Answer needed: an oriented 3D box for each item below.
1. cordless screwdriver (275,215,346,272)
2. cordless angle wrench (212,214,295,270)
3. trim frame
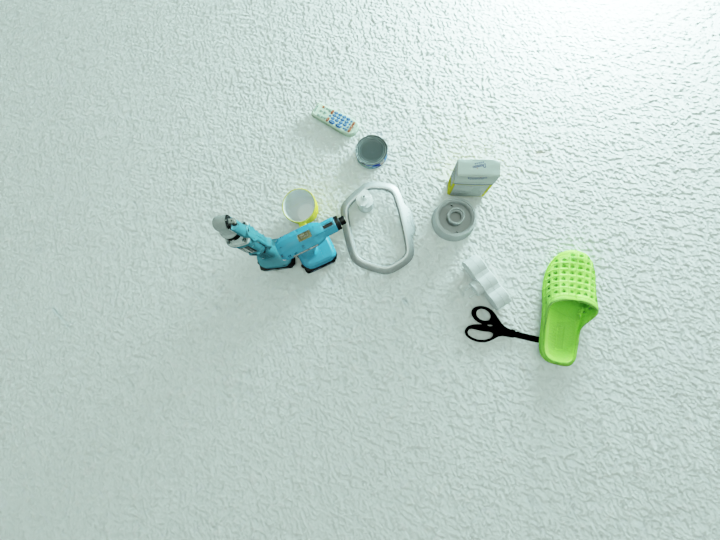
[{"bbox_3d":[-0.098,-0.064,1.003,0.160,0.244,0.076,-25,82,2],"label":"cordless screwdriver"},{"bbox_3d":[-0.234,-0.061,0.937,0.099,0.414,0.075,-7,83,3],"label":"cordless angle wrench"},{"bbox_3d":[0.047,-0.112,1.099,0.186,0.027,0.252,-14,78,6],"label":"trim frame"}]
